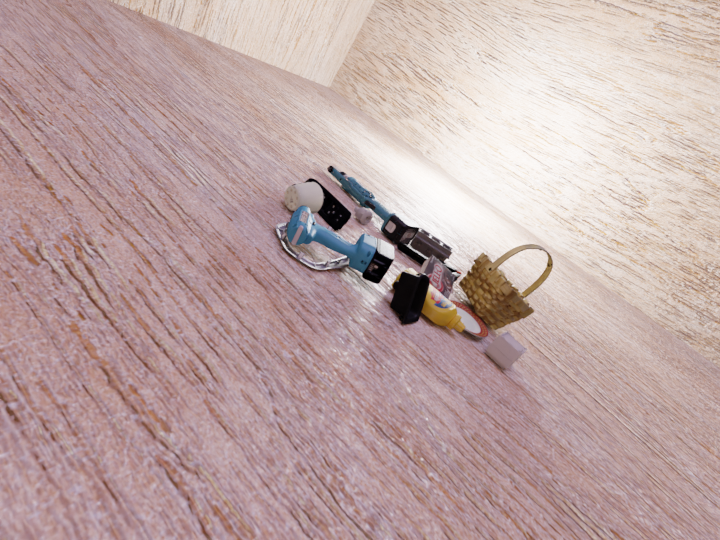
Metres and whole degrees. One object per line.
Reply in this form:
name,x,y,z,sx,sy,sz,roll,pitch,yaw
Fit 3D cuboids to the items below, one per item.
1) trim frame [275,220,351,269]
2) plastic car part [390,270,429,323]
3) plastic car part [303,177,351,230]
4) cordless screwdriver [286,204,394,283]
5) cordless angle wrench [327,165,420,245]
trim frame,-0.099,-0.065,1.015,0.191,0.027,0.239,42,25,19
plastic car part,0.104,0.052,0.945,0.075,0.116,0.063,22,13,38
plastic car part,-0.097,-0.193,1.211,0.213,0.066,0.064,46,18,27
cordless screwdriver,-0.048,-0.073,0.982,0.245,0.074,0.162,23,26,-9
cordless angle wrench,0.020,-0.241,1.426,0.093,0.074,0.446,3,35,-48
